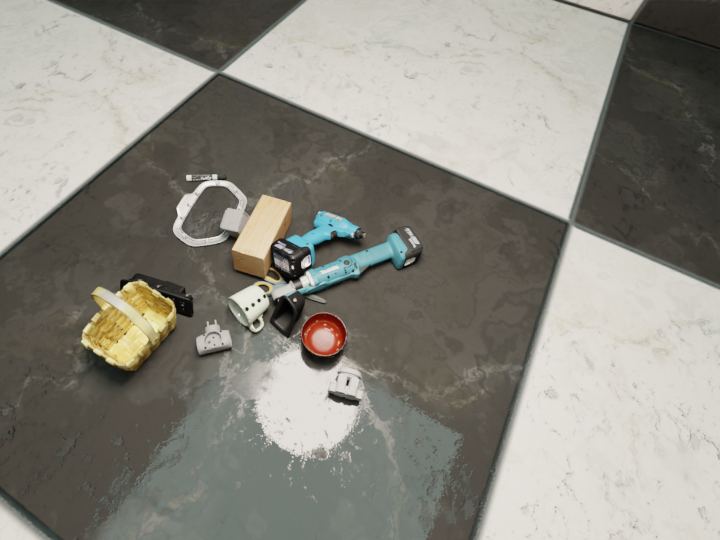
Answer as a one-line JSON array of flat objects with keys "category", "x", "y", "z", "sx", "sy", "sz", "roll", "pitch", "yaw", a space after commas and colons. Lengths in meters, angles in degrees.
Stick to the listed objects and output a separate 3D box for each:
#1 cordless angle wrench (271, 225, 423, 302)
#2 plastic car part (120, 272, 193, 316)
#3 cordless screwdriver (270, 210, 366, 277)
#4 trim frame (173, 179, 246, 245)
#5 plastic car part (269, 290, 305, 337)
[{"category": "cordless angle wrench", "x": -0.037, "y": -0.006, "z": 1.126, "sx": 0.415, "sy": 0.072, "sz": 0.102, "roll": -21, "pitch": 62, "yaw": -16}, {"category": "plastic car part", "x": -0.512, "y": 0.052, "z": 1.073, "sx": 0.205, "sy": 0.065, "sz": 0.068, "roll": 13, "pitch": 49, "yaw": 4}, {"category": "cordless screwdriver", "x": -0.110, "y": -0.072, "z": 1.125, "sx": 0.167, "sy": 0.072, "sz": 0.244, "roll": 22, "pitch": 44, "yaw": 29}, {"category": "trim frame", "x": -0.441, "y": -0.174, "z": 1.238, "sx": 0.187, "sy": 0.027, "sz": 0.251, "roll": 15, "pitch": 60, "yaw": 7}, {"category": "plastic car part", "x": -0.169, "y": 0.096, "z": 1.044, "sx": 0.068, "sy": 0.116, "sz": 0.069, "roll": 39, "pitch": 39, "yaw": 13}]
